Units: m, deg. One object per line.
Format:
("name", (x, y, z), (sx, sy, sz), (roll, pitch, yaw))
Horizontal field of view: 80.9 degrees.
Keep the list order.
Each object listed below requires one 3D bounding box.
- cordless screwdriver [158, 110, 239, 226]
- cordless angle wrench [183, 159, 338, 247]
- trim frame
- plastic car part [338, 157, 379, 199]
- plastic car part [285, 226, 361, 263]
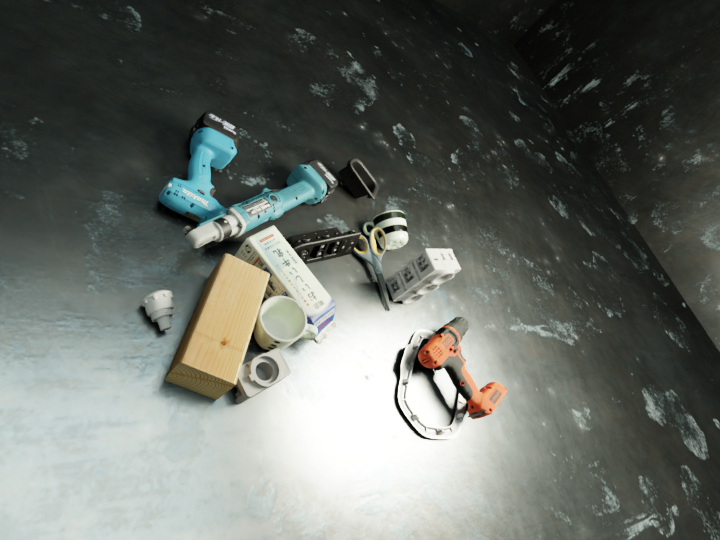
("cordless screwdriver", (-0.304, -0.202, 0.879), (0.151, 0.076, 0.255), (28, 49, -31))
("cordless angle wrench", (-0.193, -0.135, 0.877), (0.098, 0.075, 0.415), (47, 39, 1))
("trim frame", (0.159, 0.237, 0.908), (0.182, 0.028, 0.249), (36, 46, -7))
("plastic car part", (-0.013, -0.237, 1.112), (0.112, 0.073, 0.066), (48, 41, -21))
("plastic car part", (-0.091, -0.059, 0.929), (0.196, 0.066, 0.069), (-20, 64, -43))
